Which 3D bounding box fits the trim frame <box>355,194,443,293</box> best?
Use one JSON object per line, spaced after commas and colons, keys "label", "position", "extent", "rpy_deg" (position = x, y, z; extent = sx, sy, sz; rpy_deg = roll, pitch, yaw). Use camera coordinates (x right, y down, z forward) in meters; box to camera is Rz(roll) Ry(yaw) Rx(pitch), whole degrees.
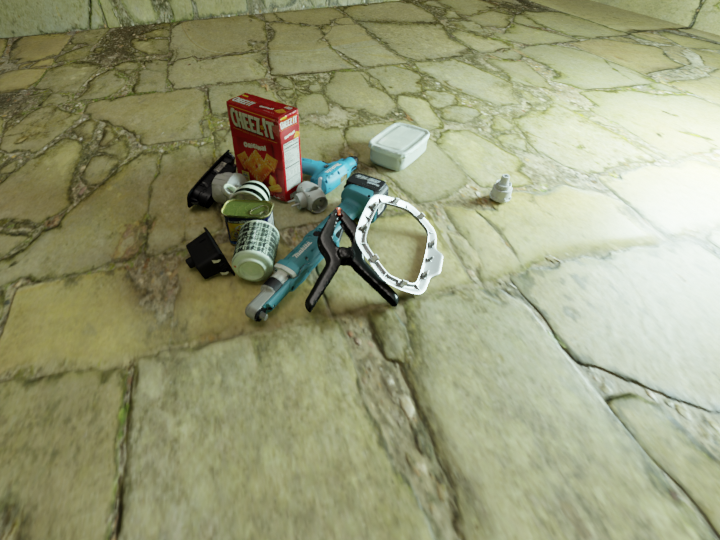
{"label": "trim frame", "position": [0.080, -0.060, 0.815], "extent": [0.181, 0.028, 0.250], "rpy_deg": [34, 41, -9]}

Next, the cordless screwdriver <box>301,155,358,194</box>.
{"label": "cordless screwdriver", "position": [-0.138, -0.287, 1.089], "extent": [0.260, 0.072, 0.157], "rpy_deg": [27, 49, 23]}

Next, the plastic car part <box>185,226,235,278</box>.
{"label": "plastic car part", "position": [-0.305, -0.027, 0.828], "extent": [0.070, 0.063, 0.123], "rpy_deg": [-35, 48, -14]}

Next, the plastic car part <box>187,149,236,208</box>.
{"label": "plastic car part", "position": [-0.353, -0.212, 1.031], "extent": [0.067, 0.066, 0.204], "rpy_deg": [31, 45, -5]}

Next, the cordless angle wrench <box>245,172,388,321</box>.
{"label": "cordless angle wrench", "position": [-0.082, -0.053, 0.836], "extent": [0.102, 0.072, 0.419], "rpy_deg": [22, 50, 22]}
